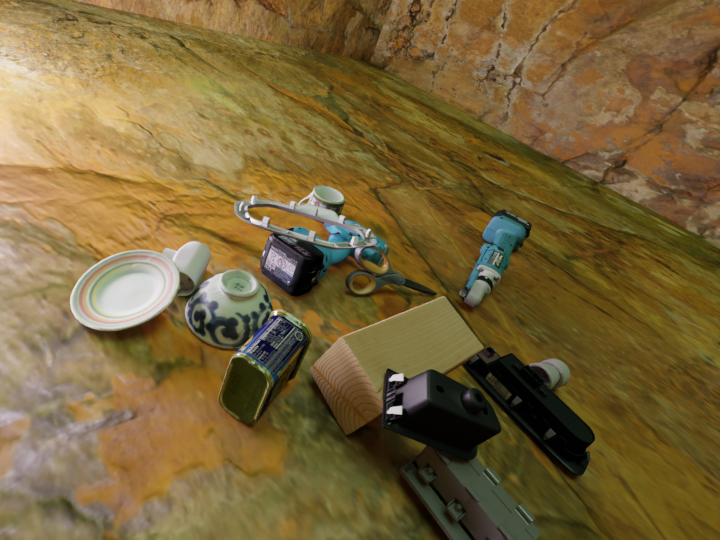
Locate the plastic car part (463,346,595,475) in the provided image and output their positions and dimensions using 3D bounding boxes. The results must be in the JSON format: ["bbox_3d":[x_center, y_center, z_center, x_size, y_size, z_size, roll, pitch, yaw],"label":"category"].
[{"bbox_3d":[0.244,0.182,0.603,0.063,0.067,0.214,1,39,-42],"label":"plastic car part"}]

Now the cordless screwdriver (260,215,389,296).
[{"bbox_3d":[-0.074,-0.048,0.752,0.167,0.073,0.240,36,31,25],"label":"cordless screwdriver"}]

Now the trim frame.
[{"bbox_3d":[-0.093,-0.083,0.701,0.254,0.027,0.182,16,19,11],"label":"trim frame"}]

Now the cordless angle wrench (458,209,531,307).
[{"bbox_3d":[0.296,-0.028,0.935,0.101,0.073,0.415,30,36,13],"label":"cordless angle wrench"}]

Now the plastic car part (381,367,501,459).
[{"bbox_3d":[0.089,0.138,0.425,0.114,0.071,0.067,25,43,-11],"label":"plastic car part"}]
